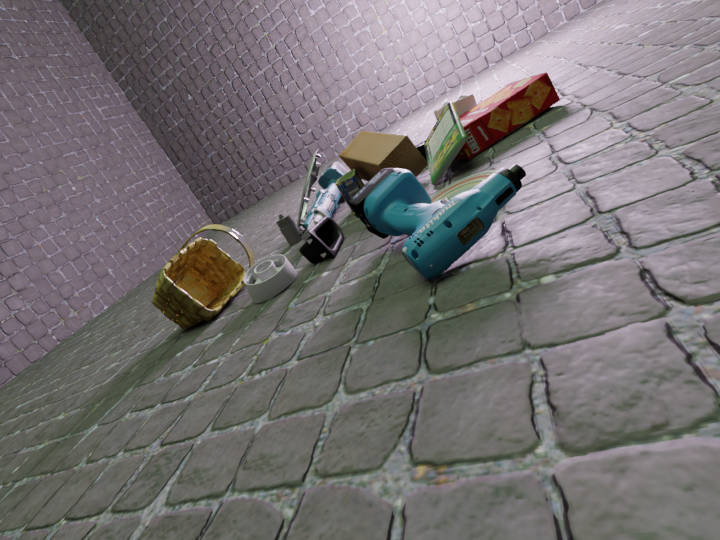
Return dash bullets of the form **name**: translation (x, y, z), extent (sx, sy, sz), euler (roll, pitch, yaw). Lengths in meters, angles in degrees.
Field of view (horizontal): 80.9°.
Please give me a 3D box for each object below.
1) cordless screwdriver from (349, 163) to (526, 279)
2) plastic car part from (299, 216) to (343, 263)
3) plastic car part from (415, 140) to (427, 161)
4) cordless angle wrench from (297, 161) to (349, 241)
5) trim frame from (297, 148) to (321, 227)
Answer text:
- **cordless screwdriver**: translation (0.087, -0.090, 0.561), extent (0.159, 0.071, 0.259), euler (-43, 25, 0)
- **plastic car part**: translation (-0.080, -0.052, 0.819), extent (0.072, 0.065, 0.117), euler (-41, 9, 22)
- **plastic car part**: translation (0.115, -0.273, 1.061), extent (0.207, 0.065, 0.067), euler (-27, 24, 24)
- **cordless angle wrench**: translation (-0.091, -0.179, 1.118), extent (0.075, 0.096, 0.428), euler (-44, 16, 27)
- **trim frame**: translation (-0.142, -0.219, 1.174), extent (0.244, 0.027, 0.188), euler (108, 173, -48)
